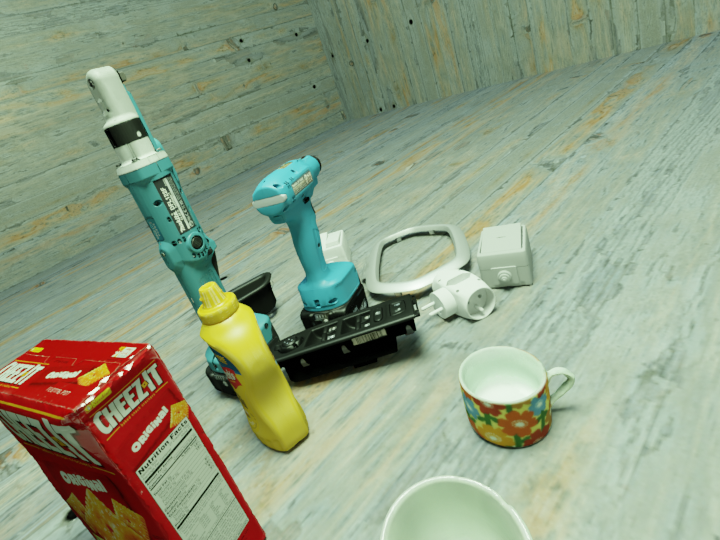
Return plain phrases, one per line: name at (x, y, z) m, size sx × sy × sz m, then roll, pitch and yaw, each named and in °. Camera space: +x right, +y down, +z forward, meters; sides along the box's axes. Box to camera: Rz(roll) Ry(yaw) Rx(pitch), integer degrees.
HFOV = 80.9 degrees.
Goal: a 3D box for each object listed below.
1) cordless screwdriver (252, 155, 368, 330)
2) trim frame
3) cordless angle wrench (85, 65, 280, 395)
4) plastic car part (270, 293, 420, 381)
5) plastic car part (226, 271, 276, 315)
cordless screwdriver at (-0.060, -0.039, 0.610) m, size 0.077 × 0.241 × 0.159 m, roll -10°, pitch 24°, yaw 25°
trim frame at (0.088, -0.025, 0.720) m, size 0.188 × 0.026 × 0.252 m, roll -15°, pitch 25°, yaw 13°
cordless angle wrench at (-0.214, -0.032, 0.517) m, size 0.078 × 0.410 × 0.097 m, roll -4°, pitch 26°, yaw 35°
plastic car part at (-0.022, 0.090, 0.528) m, size 0.206 × 0.065 × 0.067 m, roll -16°, pitch 23°, yaw 11°
plastic car part at (-0.189, 0.061, 0.716) m, size 0.115 × 0.069 × 0.069 m, roll -27°, pitch 24°, yaw -14°
